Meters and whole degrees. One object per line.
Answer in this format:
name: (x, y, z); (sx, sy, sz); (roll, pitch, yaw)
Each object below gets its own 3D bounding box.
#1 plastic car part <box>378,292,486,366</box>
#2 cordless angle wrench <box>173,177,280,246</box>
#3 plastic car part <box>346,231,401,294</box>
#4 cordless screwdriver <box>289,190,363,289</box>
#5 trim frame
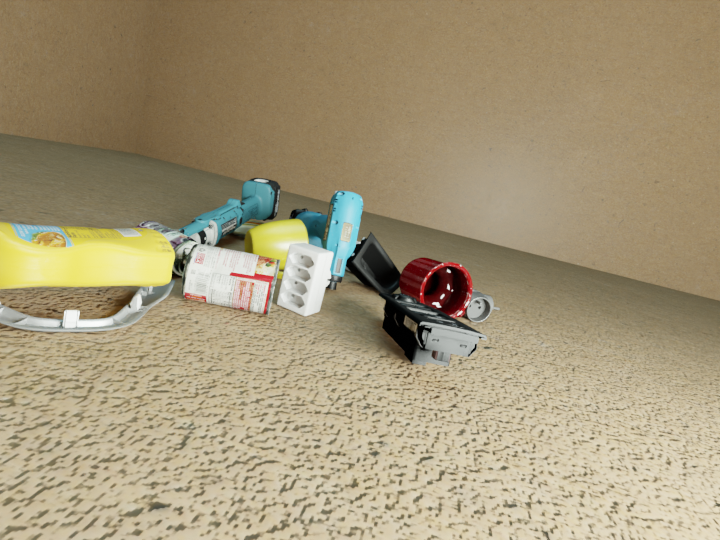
plastic car part: (0.066, 0.065, 0.484); (0.065, 0.066, 0.207); (5, 9, -10)
cordless angle wrench: (-0.265, -0.107, 0.852); (0.075, 0.096, 0.424); (12, 22, 4)
plastic car part: (0.012, -0.005, 0.739); (0.074, 0.066, 0.111); (5, -37, 47)
cordless screwdriver: (-0.076, -0.050, 0.776); (0.072, 0.160, 0.257); (13, -5, -24)
trim frame: (-0.298, 0.010, 0.453); (0.180, 0.027, 0.256); (11, 10, -16)
